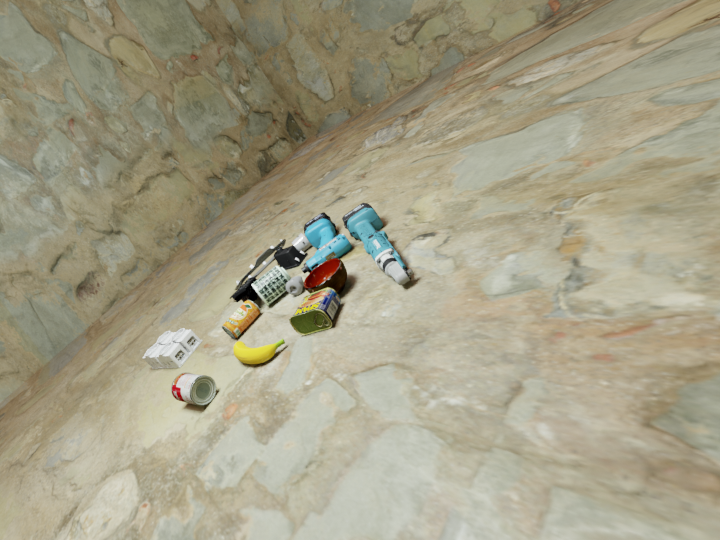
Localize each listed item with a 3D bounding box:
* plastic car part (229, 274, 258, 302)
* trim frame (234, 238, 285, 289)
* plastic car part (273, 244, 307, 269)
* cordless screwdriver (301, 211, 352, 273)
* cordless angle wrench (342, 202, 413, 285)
[{"bbox_3d":[-0.341,0.059,1.302,0.066,0.066,0.207,-43,14,4],"label":"plastic car part"},{"bbox_3d":[-0.341,-0.022,1.444,0.246,0.027,0.186,-46,3,-25],"label":"trim frame"},{"bbox_3d":[-0.244,-0.047,1.386,0.121,0.068,0.066,-12,31,38],"label":"plastic car part"},{"bbox_3d":[-0.127,-0.083,1.299,0.159,0.071,0.259,-35,28,2],"label":"cordless screwdriver"},{"bbox_3d":[0.041,-0.066,1.056,0.098,0.071,0.439,-35,26,4],"label":"cordless angle wrench"}]
